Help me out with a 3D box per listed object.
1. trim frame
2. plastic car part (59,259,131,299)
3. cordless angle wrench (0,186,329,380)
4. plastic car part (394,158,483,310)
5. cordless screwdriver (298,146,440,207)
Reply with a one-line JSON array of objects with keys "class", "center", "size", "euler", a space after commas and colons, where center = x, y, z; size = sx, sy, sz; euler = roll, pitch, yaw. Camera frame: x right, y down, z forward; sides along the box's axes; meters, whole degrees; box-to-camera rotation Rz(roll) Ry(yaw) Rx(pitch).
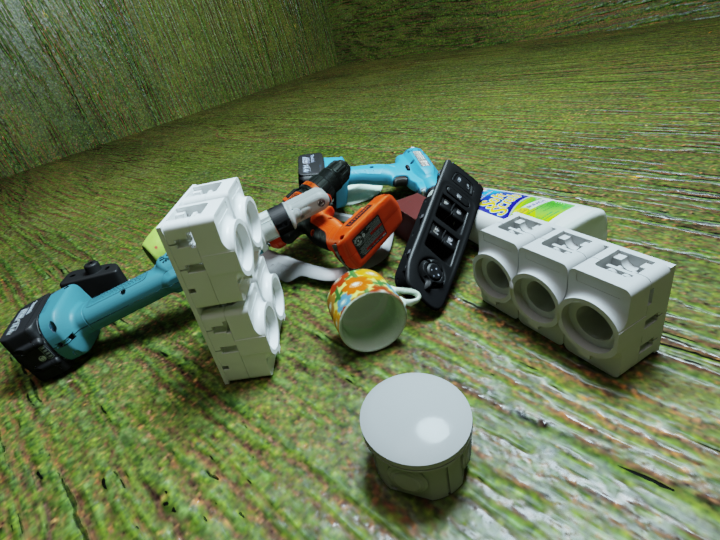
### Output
[{"class": "trim frame", "center": [-0.064, -0.042, 0.652], "size": [0.263, 0.026, 0.180], "euler": [19, 43, 40]}, {"class": "plastic car part", "center": [-0.405, 0.020, 0.648], "size": [0.117, 0.068, 0.068], "euler": [-15, 31, 3]}, {"class": "cordless angle wrench", "center": [-0.230, -0.003, 0.545], "size": [0.421, 0.071, 0.102], "euler": [-27, 32, -4]}, {"class": "plastic car part", "center": [0.089, -0.043, 0.516], "size": [0.069, 0.064, 0.204], "euler": [-25, 34, 48]}, {"class": "cordless screwdriver", "center": [0.016, -0.153, 0.741], "size": [0.247, 0.072, 0.166], "euler": [-7, 40, -5]}]
